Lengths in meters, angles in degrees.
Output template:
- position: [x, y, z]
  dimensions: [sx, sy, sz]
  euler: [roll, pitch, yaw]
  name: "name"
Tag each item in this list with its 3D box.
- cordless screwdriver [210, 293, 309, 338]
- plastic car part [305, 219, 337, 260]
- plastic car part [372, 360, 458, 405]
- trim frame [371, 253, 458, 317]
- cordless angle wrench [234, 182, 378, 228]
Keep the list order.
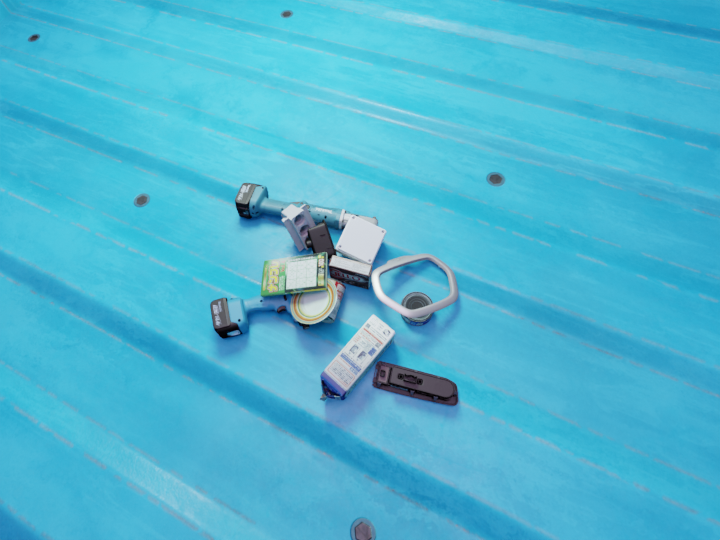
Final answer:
- position: [-0.261, 0.115, 1.118]
  dimensions: [0.246, 0.072, 0.165]
  euler: [-20, 64, -9]
  name: "cordless screwdriver"
- position: [-0.114, -0.075, 1.170]
  dimensions: [0.070, 0.067, 0.116]
  euler: [-22, 92, -13]
  name: "plastic car part"
- position: [0.135, 0.265, 1.008]
  dimensions: [0.207, 0.065, 0.067]
  euler: [13, 59, 9]
  name: "plastic car part"
- position: [0.144, 0.032, 1.101]
  dimensions: [0.242, 0.027, 0.192]
  euler: [-19, 59, -24]
  name: "trim frame"
- position: [-0.159, -0.174, 1.254]
  dimensions: [0.430, 0.072, 0.099]
  euler: [12, 58, 8]
  name: "cordless angle wrench"
